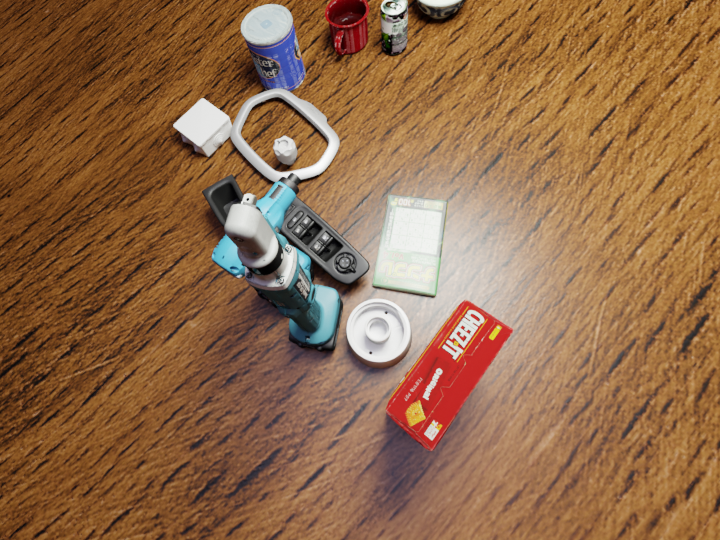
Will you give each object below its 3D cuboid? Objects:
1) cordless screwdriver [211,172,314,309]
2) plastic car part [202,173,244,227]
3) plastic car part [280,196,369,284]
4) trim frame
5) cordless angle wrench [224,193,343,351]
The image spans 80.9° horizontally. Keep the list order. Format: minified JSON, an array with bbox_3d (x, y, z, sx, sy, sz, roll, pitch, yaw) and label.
[{"bbox_3d":[-0.124,-0.034,0.650,0.077,0.241,0.159,31,76,14],"label":"cordless screwdriver"},{"bbox_3d":[-0.235,-0.109,0.790,0.066,0.068,0.121,-32,69,-5],"label":"plastic car part"},{"bbox_3d":[-0.073,-0.047,0.742,0.211,0.065,0.066,40,79,20],"label":"plastic car part"},{"bbox_3d":[-0.156,-0.279,0.866,0.183,0.026,0.258,-42,69,-8],"label":"trim frame"},{"bbox_3d":[-0.084,0.025,0.529,0.076,0.410,0.099,9,72,7],"label":"cordless angle wrench"}]
